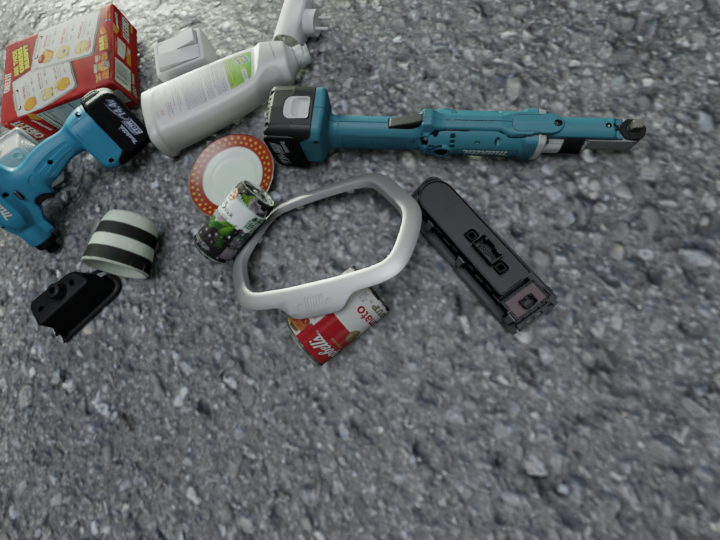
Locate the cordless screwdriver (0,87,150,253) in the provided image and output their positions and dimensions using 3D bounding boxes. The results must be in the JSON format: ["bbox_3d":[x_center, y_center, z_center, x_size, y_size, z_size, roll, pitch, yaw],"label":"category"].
[{"bbox_3d":[-0.424,-0.145,0.622,0.247,0.151,0.078,-38,38,-10],"label":"cordless screwdriver"}]

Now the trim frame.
[{"bbox_3d":[-0.049,-0.032,0.499,0.255,0.026,0.189,-14,51,20],"label":"trim frame"}]

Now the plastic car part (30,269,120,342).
[{"bbox_3d":[-0.405,0.038,0.587,0.117,0.068,0.068,-41,73,4],"label":"plastic car part"}]

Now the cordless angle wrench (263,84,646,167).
[{"bbox_3d":[0.097,-0.167,0.510,0.432,0.095,0.075,5,78,11],"label":"cordless angle wrench"}]

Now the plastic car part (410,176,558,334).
[{"bbox_3d":[0.125,-0.029,0.475,0.066,0.064,0.211,-40,67,8],"label":"plastic car part"}]
